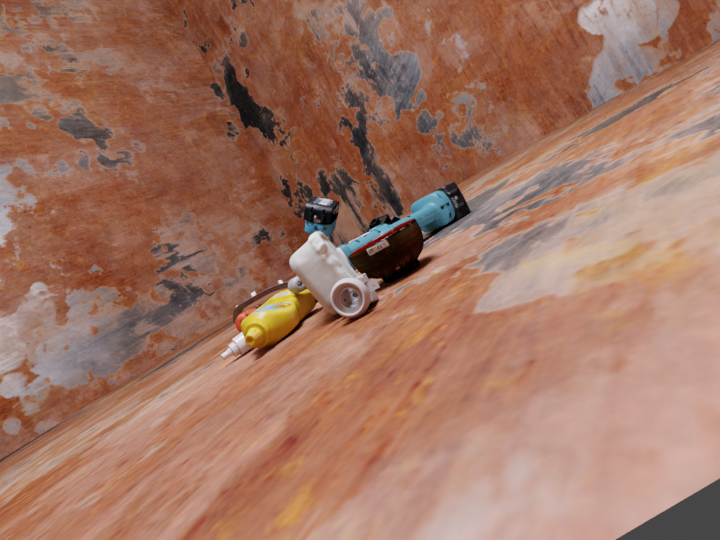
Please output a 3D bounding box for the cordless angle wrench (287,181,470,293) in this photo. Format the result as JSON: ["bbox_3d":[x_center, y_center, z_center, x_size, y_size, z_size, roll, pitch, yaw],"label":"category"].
[{"bbox_3d":[0.040,-0.059,0.816,0.413,0.074,0.100,-30,2,-29],"label":"cordless angle wrench"}]

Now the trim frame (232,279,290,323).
[{"bbox_3d":[-0.234,0.080,1.061,0.180,0.028,0.247,-21,-16,-22],"label":"trim frame"}]

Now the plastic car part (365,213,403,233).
[{"bbox_3d":[0.041,-0.073,0.932,0.069,0.064,0.204,-11,34,26],"label":"plastic car part"}]

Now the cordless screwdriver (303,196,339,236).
[{"bbox_3d":[-0.112,-0.073,1.145,0.076,0.245,0.159,13,19,7],"label":"cordless screwdriver"}]
